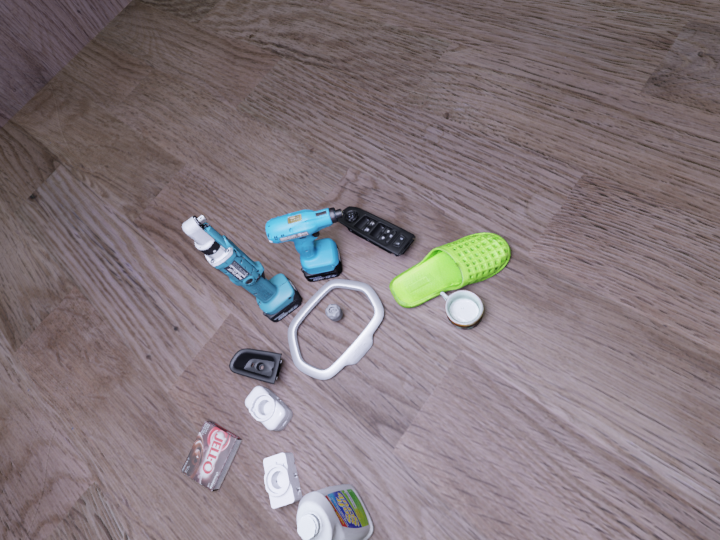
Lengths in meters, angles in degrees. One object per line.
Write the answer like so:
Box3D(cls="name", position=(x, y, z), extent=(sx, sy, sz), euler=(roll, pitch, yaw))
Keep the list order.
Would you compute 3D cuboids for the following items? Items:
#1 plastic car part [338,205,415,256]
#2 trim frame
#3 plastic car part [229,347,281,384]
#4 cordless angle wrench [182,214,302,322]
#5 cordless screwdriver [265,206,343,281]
Box3D(cls="plastic car part", position=(0.033, -0.094, 1.018), extent=(0.213, 0.064, 0.066), euler=(32, 79, 27))
Box3D(cls="trim frame", position=(-0.060, 0.129, 0.966), extent=(0.193, 0.026, 0.248), euler=(38, 82, 28))
Box3D(cls="plastic car part", position=(-0.228, 0.216, 0.957), extent=(0.120, 0.068, 0.067), euler=(6, 69, 20))
Box3D(cls="cordless angle wrench", position=(-0.237, 0.002, 0.866), extent=(0.098, 0.404, 0.078), euler=(-36, 64, -3))
Box3D(cls="cordless screwdriver", position=(-0.092, -0.060, 0.944), extent=(0.162, 0.238, 0.077), euler=(-13, 65, 10))
